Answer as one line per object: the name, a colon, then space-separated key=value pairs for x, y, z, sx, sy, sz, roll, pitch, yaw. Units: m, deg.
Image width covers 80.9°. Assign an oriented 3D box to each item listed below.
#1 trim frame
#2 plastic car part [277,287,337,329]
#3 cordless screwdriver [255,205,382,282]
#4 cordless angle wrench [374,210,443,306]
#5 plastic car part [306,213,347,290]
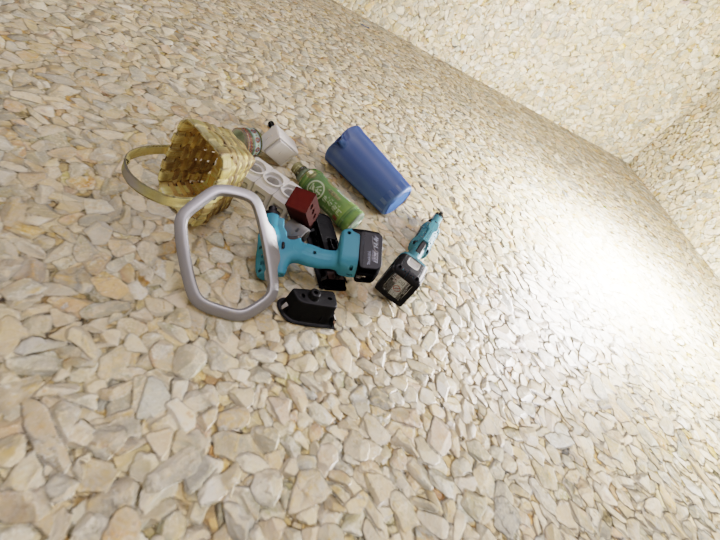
trim frame: x=-0.232 y=-0.033 z=0.757 sx=0.178 sy=0.028 sz=0.250 roll=-12 pitch=86 yaw=-25
plastic car part: x=-0.092 y=0.063 z=0.803 sx=0.111 sy=0.071 sz=0.069 roll=12 pitch=44 yaw=-28
cordless screwdriver: x=-0.084 y=-0.055 z=0.856 sx=0.247 sy=0.073 sz=0.163 roll=2 pitch=64 yaw=-4
cordless angle wrench: x=0.151 y=-0.060 z=1.076 sx=0.075 sy=0.098 sz=0.419 roll=37 pitch=36 yaw=1
plastic car part: x=-0.077 y=-0.052 z=0.939 sx=0.064 sy=0.066 sz=0.212 roll=0 pitch=47 yaw=-24
